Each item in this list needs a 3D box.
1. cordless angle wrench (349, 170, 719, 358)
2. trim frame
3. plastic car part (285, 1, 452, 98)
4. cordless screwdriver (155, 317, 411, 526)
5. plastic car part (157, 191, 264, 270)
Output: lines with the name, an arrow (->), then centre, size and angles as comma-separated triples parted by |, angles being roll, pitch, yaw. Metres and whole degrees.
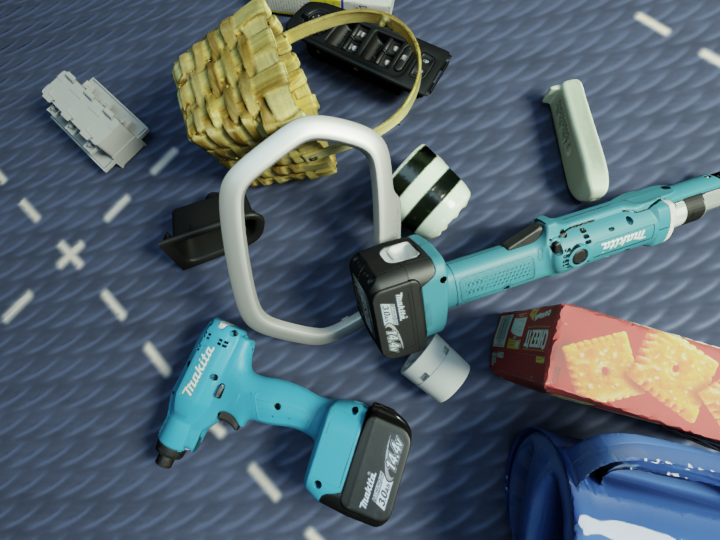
cordless angle wrench -> 0.202, -0.027, 0.431 | 0.419, 0.094, 0.078 | -18, 30, -6
trim frame -> -0.041, -0.027, 0.420 | 0.181, 0.029, 0.241 | -10, 116, -12
plastic car part -> 0.004, -0.272, 0.526 | 0.207, 0.066, 0.066 | 30, 88, 8
cordless screwdriver -> -0.084, 0.168, 0.428 | 0.256, 0.072, 0.159 | 22, 80, 15
plastic car part -> -0.176, -0.059, 0.504 | 0.116, 0.063, 0.074 | -23, 63, -4
